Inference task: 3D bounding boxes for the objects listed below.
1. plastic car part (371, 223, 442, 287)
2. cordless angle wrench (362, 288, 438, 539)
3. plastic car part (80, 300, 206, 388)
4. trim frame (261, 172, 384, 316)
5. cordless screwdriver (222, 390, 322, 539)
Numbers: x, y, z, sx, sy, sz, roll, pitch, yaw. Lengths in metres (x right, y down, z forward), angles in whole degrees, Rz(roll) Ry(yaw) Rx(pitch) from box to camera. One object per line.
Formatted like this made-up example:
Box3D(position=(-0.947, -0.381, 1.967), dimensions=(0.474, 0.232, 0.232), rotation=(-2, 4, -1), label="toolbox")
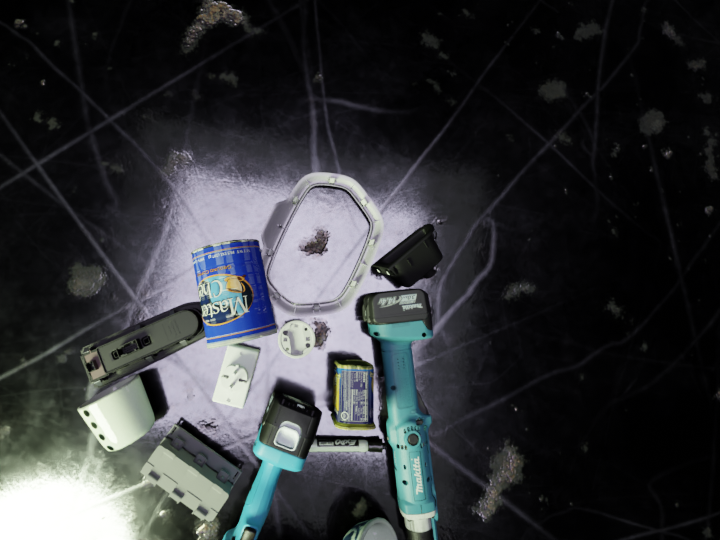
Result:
Box3D(position=(0.089, -0.015, 0.680), dimensions=(0.115, 0.068, 0.069), rotation=(-35, 104, -12), label="plastic car part")
Box3D(position=(0.073, 0.242, 0.632), dimensions=(0.097, 0.074, 0.426), rotation=(-5, 84, -7), label="cordless angle wrench")
Box3D(position=(-0.317, 0.103, 0.628), dimensions=(0.201, 0.066, 0.068), rotation=(-24, 80, -11), label="plastic car part")
Box3D(position=(-0.067, -0.044, 0.685), dimensions=(0.184, 0.027, 0.249), rotation=(25, 82, 1), label="trim frame")
Box3D(position=(-0.128, 0.297, 0.562), dimensions=(0.074, 0.160, 0.250), rotation=(22, 79, -6), label="cordless screwdriver")
